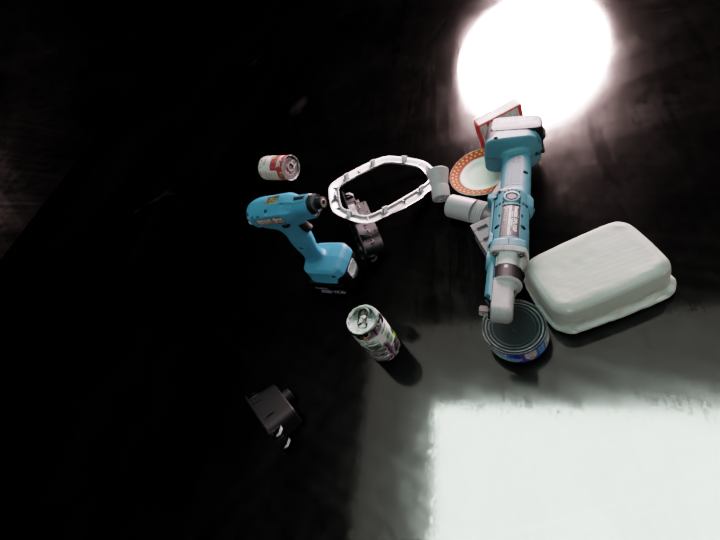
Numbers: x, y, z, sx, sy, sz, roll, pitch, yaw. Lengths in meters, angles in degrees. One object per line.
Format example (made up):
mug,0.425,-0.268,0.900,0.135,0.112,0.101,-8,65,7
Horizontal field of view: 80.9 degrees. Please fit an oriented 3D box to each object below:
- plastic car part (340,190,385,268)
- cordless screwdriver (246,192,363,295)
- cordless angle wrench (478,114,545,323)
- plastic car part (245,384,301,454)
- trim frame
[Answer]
plastic car part,0.007,-0.085,0.872,0.066,0.064,0.211,-8,45,-6
cordless screwdriver,-0.074,-0.049,0.759,0.167,0.235,0.075,-2,53,38
cordless angle wrench,0.232,-0.096,0.656,0.101,0.071,0.427,2,49,22
plastic car part,-0.141,0.233,0.712,0.070,0.063,0.123,-33,39,-17
trim frame,0.046,-0.179,0.890,0.244,0.026,0.194,-30,50,-20
